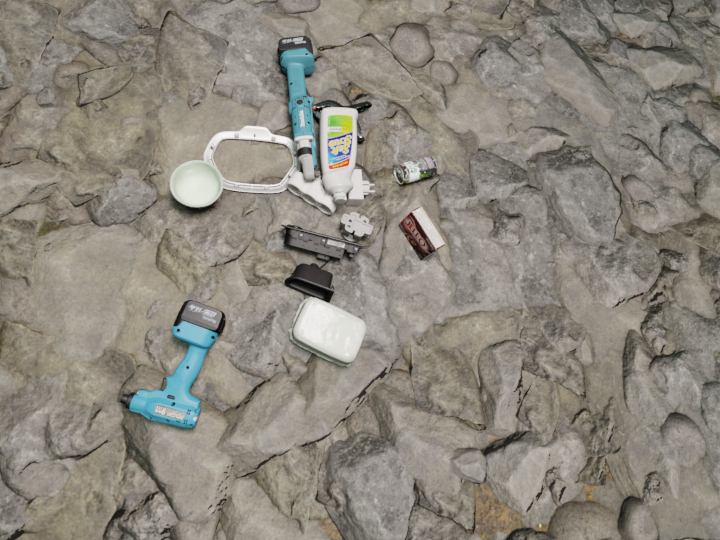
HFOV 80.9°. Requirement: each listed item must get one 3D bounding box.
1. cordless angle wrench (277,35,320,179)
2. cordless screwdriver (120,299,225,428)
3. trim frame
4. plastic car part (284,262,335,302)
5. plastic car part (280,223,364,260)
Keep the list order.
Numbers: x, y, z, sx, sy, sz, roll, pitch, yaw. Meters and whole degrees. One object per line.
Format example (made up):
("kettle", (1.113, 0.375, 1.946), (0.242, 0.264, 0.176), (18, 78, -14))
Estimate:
("cordless angle wrench", (-0.153, -0.420, 1.094), (0.098, 0.072, 0.433), (-8, 69, -2))
("cordless screwdriver", (-0.385, 0.186, 0.886), (0.158, 0.074, 0.251), (15, 74, -4))
("trim frame", (-0.273, -0.285, 1.080), (0.246, 0.027, 0.188), (2, 71, -6))
("plastic car part", (-0.112, 0.018, 0.993), (0.117, 0.065, 0.071), (24, 55, 1))
("plastic car part", (-0.100, -0.065, 1.021), (0.201, 0.067, 0.067), (19, 97, -4))
